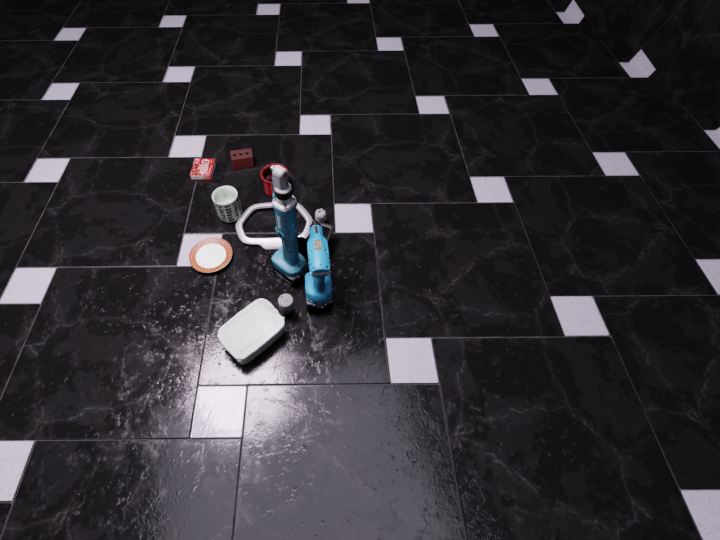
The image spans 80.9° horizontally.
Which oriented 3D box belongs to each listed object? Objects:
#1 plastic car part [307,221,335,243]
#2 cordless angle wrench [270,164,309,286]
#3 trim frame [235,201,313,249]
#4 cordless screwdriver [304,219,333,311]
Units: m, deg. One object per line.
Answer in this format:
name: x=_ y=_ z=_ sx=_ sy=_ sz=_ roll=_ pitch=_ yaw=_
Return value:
plastic car part: x=-0.126 y=-0.082 z=1.284 sx=0.067 sy=0.069 sz=0.118 roll=13 pitch=56 yaw=6
cordless angle wrench: x=-0.191 y=-0.108 z=1.093 sx=0.101 sy=0.411 sz=0.074 roll=34 pitch=60 yaw=17
trim frame: x=-0.276 y=-0.148 z=1.356 sx=0.248 sy=0.027 sz=0.190 roll=-3 pitch=55 yaw=-2
cordless screwdriver: x=-0.113 y=-0.005 z=1.124 sx=0.074 sy=0.242 sz=0.165 roll=-4 pitch=56 yaw=-8
